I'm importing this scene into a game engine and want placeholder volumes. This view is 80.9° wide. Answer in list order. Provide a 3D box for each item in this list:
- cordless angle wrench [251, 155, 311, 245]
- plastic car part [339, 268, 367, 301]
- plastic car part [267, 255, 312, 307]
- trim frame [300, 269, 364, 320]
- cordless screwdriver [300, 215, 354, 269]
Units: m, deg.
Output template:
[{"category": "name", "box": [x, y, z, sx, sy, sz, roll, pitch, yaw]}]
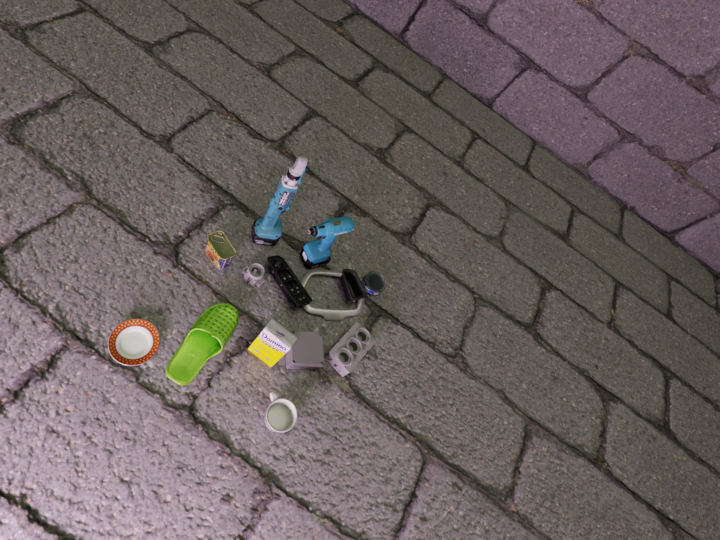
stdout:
[{"category": "cordless angle wrench", "box": [-0.249, -0.214, 1.320, 0.094, 0.426, 0.076, 9, 60, -24]}, {"category": "plastic car part", "box": [-0.036, 0.058, 1.470, 0.063, 0.071, 0.120, -11, 66, -32]}, {"category": "plastic car part", "box": [-0.242, 0.038, 1.390, 0.064, 0.067, 0.208, -23, 72, -35]}, {"category": "trim frame", "box": [-0.099, 0.082, 1.453, 0.240, 0.027, 0.190, 4, 58, -22]}, {"category": "cordless screwdriver", "box": [-0.137, -0.090, 1.404, 0.153, 0.250, 0.076, -15, 71, -33]}]
